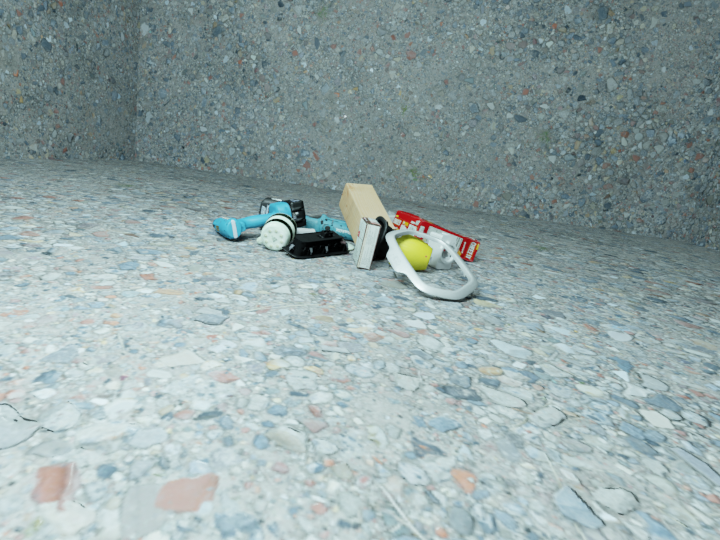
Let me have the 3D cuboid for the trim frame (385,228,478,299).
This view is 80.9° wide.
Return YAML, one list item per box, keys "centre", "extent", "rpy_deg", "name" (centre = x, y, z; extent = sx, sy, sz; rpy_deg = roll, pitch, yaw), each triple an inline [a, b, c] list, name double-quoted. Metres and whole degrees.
- centre: [0.151, -0.020, 0.936]
  extent: [0.178, 0.027, 0.261]
  rpy_deg: [0, 39, -21]
  name: "trim frame"

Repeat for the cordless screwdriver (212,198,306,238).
- centre: [-0.288, -0.145, 1.193]
  extent: [0.241, 0.073, 0.167]
  rpy_deg: [-17, 19, -29]
  name: "cordless screwdriver"

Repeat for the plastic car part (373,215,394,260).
- centre: [0.055, -0.077, 1.120]
  extent: [0.067, 0.116, 0.070]
  rpy_deg: [28, 0, -41]
  name: "plastic car part"

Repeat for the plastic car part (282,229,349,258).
- centre: [-0.105, -0.069, 1.073]
  extent: [0.195, 0.066, 0.069]
  rpy_deg: [-15, 51, -45]
  name: "plastic car part"

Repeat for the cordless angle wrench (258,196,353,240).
- centre: [-0.102, -0.137, 1.306]
  extent: [0.423, 0.097, 0.075]
  rpy_deg: [12, 13, 0]
  name: "cordless angle wrench"
